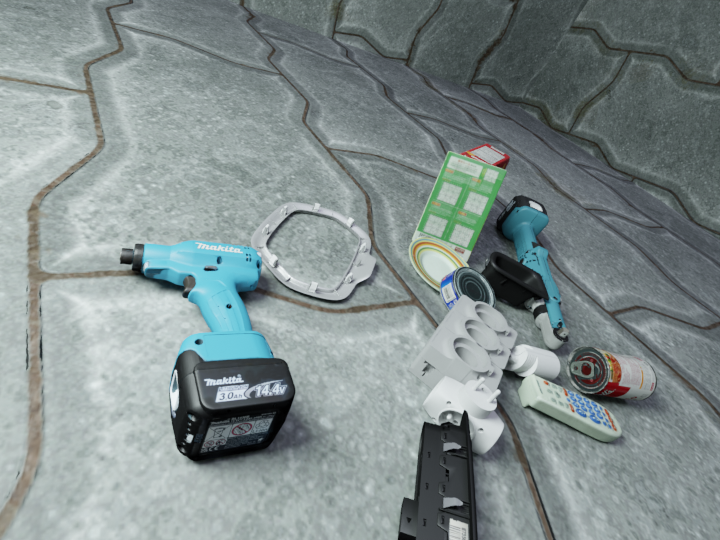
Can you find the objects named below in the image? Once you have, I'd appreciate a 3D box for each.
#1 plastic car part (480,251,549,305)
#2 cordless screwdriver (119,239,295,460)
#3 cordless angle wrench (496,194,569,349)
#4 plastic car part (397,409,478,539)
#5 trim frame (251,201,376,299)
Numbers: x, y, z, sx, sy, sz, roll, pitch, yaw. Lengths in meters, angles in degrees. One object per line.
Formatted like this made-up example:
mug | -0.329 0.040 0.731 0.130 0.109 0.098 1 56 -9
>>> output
plastic car part | 0.251 0.021 0.733 0.114 0.071 0.067 25 38 -10
cordless screwdriver | -0.164 0.053 0.427 0.153 0.074 0.261 5 35 -28
cordless angle wrench | 0.340 -0.008 0.829 0.074 0.097 0.428 24 38 -6
plastic car part | 0.071 0.213 0.374 0.069 0.064 0.203 6 32 14
trim frame | -0.065 -0.042 0.661 0.185 0.027 0.249 27 32 1
